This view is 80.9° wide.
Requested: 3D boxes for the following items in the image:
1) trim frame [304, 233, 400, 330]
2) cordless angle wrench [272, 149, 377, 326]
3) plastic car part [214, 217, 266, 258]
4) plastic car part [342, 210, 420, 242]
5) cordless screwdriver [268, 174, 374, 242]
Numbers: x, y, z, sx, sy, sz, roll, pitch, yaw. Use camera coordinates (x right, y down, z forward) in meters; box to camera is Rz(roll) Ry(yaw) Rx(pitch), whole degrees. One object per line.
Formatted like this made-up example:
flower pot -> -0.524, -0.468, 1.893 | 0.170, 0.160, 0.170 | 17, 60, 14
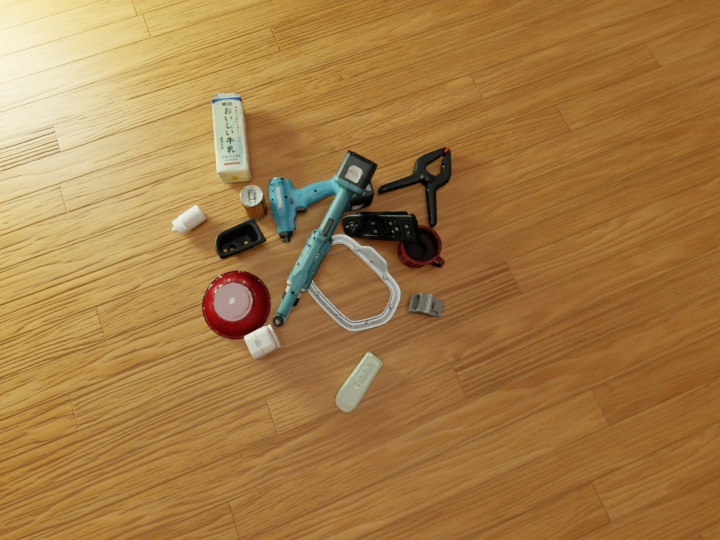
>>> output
trim frame -> -0.022, 0.026, 0.998 | 0.183, 0.027, 0.254 | -43, 79, -11
cordless angle wrench -> -0.093, -0.061, 0.950 | 0.074, 0.098, 0.422 | 28, 96, -1
plastic car part -> -0.290, -0.064, 0.993 | 0.114, 0.071, 0.067 | -28, 80, -25
plastic car part -> 0.047, -0.110, 0.972 | 0.213, 0.063, 0.067 | 3, 41, 36
cordless screwdriver -> -0.093, -0.162, 1.021 | 0.249, 0.073, 0.161 | -10, 80, 0
